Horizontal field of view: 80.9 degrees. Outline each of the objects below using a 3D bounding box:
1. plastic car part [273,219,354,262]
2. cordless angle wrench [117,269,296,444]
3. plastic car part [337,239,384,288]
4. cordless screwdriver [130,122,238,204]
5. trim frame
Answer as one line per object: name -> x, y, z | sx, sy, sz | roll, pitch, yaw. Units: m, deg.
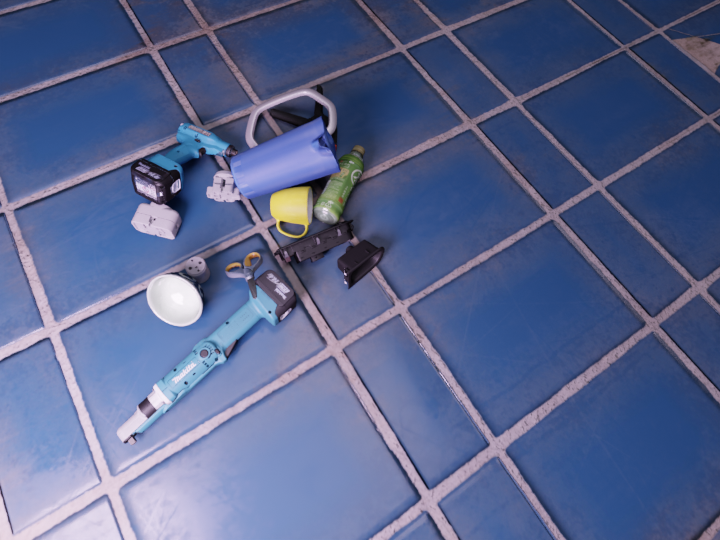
plastic car part -> -0.095, -0.062, 0.976 | 0.200, 0.066, 0.068 | -28, 83, -16
cordless angle wrench -> -0.307, 0.172, 0.853 | 0.100, 0.073, 0.419 | 42, 72, 12
plastic car part -> -0.009, -0.026, 0.972 | 0.074, 0.064, 0.115 | 37, 64, 24
cordless screwdriver -> -0.414, -0.256, 1.009 | 0.161, 0.073, 0.250 | 21, 49, 3
trim frame -> -0.182, -0.382, 1.104 | 0.248, 0.027, 0.189 | -22, 73, -1
